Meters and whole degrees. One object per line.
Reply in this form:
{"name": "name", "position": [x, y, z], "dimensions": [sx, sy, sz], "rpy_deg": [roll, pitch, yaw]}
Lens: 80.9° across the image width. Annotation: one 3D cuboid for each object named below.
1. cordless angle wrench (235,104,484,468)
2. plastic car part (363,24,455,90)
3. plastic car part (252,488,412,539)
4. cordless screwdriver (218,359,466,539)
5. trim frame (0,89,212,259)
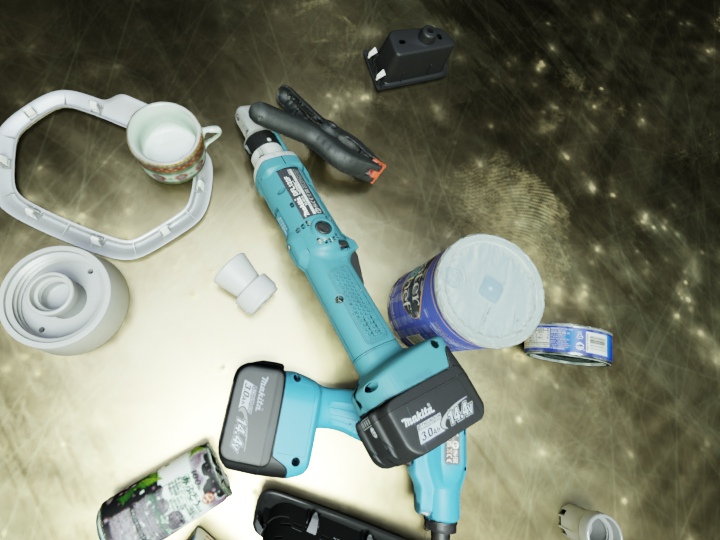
{"name": "cordless angle wrench", "position": [-0.043, -0.028, 0.437], "dimensions": [0.095, 0.074, 0.440], "rpy_deg": [-17, 63, -29]}
{"name": "plastic car part", "position": [0.074, -0.297, 0.571], "dimensions": [0.115, 0.071, 0.067], "rpy_deg": [-15, 80, -11]}
{"name": "plastic car part", "position": [-0.010, 0.271, 0.384], "dimensions": [0.204, 0.067, 0.066], "rpy_deg": [25, 112, 2]}
{"name": "cordless screwdriver", "position": [-0.012, 0.174, 0.414], "dimensions": [0.244, 0.074, 0.162], "rpy_deg": [8, 72, -11]}
{"name": "trim frame", "position": [-0.292, -0.117, 0.480], "dimensions": [0.248, 0.027, 0.185], "rpy_deg": [23, 70, 0]}
